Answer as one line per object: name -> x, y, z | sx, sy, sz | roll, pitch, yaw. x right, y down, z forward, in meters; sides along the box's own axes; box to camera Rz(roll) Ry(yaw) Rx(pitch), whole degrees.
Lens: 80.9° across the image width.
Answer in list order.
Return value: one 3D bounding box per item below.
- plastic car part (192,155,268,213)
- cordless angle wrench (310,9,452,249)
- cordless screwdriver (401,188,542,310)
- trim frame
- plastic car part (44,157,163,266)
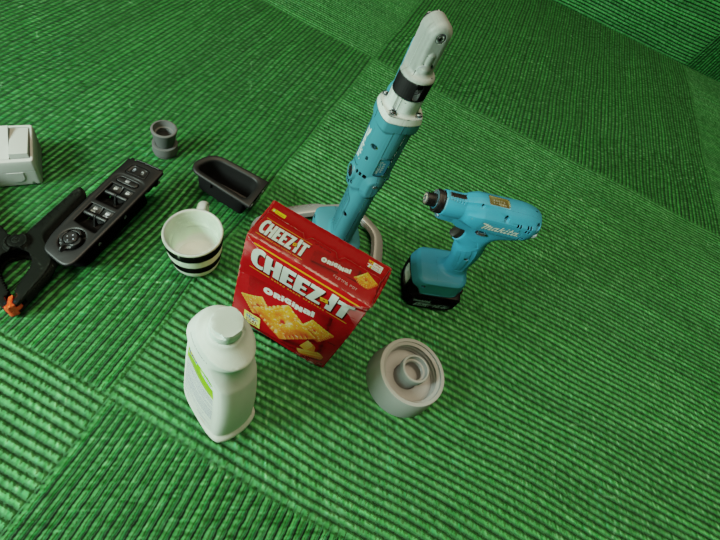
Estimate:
plastic car part -> -0.226, -0.140, 0.718 | 0.117, 0.070, 0.066 | 29, 54, 1
cordless angle wrench -> 0.010, -0.134, 0.569 | 0.072, 0.421, 0.101 | 1, 60, -21
cordless screwdriver -> 0.127, -0.030, 0.642 | 0.156, 0.247, 0.076 | 13, 56, -12
trim frame -> -0.071, -0.047, 0.729 | 0.241, 0.027, 0.191 | -13, 62, -24
plastic car part -> -0.382, -0.082, 0.635 | 0.066, 0.067, 0.204 | 27, 54, -2
